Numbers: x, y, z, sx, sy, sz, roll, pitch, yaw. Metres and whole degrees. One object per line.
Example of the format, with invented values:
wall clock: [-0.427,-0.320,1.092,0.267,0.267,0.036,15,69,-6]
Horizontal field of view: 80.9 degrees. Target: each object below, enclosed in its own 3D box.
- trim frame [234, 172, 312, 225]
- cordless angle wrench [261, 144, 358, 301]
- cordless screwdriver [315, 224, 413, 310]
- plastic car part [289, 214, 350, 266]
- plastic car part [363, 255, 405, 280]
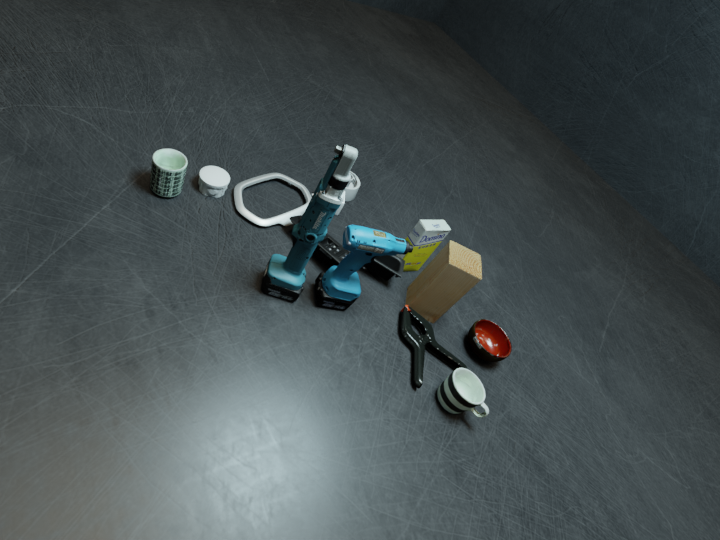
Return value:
trim frame: [-0.244,-0.201,1.194,0.190,0.027,0.241,45,46,16]
cordless angle wrench: [-0.103,-0.085,0.873,0.095,0.422,0.076,21,45,-15]
cordless screwdriver: [-0.001,-0.002,0.976,0.154,0.248,0.077,12,48,-22]
plastic car part: [-0.109,-0.071,1.116,0.209,0.067,0.065,44,44,14]
plastic car part: [0.052,-0.015,1.145,0.116,0.071,0.066,28,43,-4]
